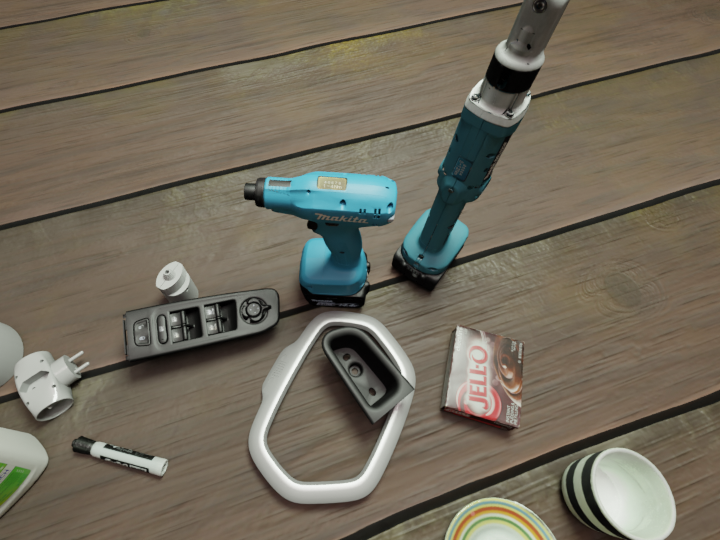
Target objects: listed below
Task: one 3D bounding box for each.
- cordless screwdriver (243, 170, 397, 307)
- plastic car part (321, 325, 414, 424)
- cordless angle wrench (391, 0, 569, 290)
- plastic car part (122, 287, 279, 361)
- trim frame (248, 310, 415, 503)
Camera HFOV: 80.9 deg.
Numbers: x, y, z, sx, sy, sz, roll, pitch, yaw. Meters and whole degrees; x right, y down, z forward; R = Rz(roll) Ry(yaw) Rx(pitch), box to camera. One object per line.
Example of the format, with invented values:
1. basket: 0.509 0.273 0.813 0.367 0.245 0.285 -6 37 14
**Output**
1. cordless screwdriver: -0.052 -0.034 0.531 0.159 0.243 0.076 6 62 -1
2. plastic car part: 0.000 0.129 0.539 0.065 0.069 0.121 -33 67 -19
3. cordless angle wrench: 0.117 -0.107 0.475 0.076 0.413 0.097 35 65 12
4. plastic car part: -0.206 0.075 0.572 0.201 0.065 0.069 -13 63 -7
5. trim frame: -0.035 0.165 0.544 0.189 0.027 0.249 22 63 12
